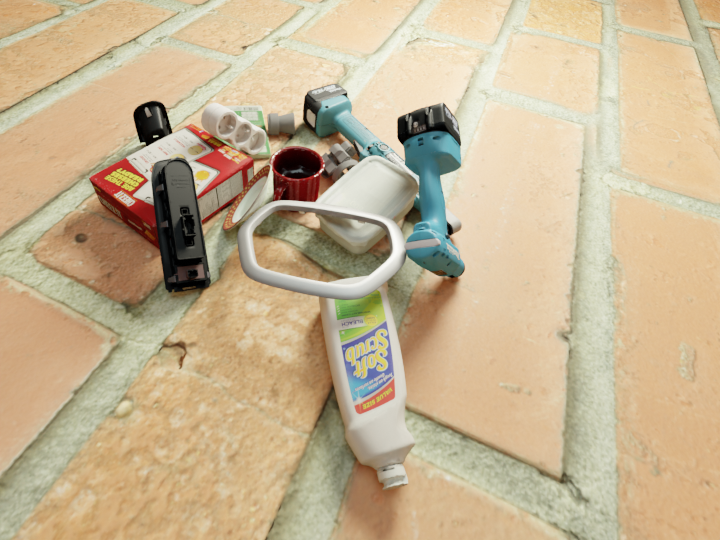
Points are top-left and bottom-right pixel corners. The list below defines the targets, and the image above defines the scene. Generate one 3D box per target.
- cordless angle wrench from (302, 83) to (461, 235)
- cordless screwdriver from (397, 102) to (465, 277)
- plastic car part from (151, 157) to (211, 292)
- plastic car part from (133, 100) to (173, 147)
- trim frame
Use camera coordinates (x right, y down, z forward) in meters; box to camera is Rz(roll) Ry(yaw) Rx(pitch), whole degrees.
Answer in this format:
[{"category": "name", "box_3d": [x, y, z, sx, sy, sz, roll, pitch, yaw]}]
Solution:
[{"category": "cordless angle wrench", "box_3d": [0.037, -0.216, 0.813, 0.096, 0.072, 0.443, -26, 60, -25]}, {"category": "cordless screwdriver", "box_3d": [0.118, -0.114, 0.644, 0.077, 0.150, 0.253, -9, 71, 30]}, {"category": "plastic car part", "box_3d": [-0.260, -0.075, 0.610, 0.064, 0.068, 0.206, -8, 79, -28]}, {"category": "plastic car part", "box_3d": [-0.381, -0.251, 0.787, 0.064, 0.117, 0.072, -15, 79, -20]}, {"category": "trim frame", "box_3d": [-0.059, -0.039, 0.607, 0.255, 0.026, 0.186, 8, 51, 13]}]
